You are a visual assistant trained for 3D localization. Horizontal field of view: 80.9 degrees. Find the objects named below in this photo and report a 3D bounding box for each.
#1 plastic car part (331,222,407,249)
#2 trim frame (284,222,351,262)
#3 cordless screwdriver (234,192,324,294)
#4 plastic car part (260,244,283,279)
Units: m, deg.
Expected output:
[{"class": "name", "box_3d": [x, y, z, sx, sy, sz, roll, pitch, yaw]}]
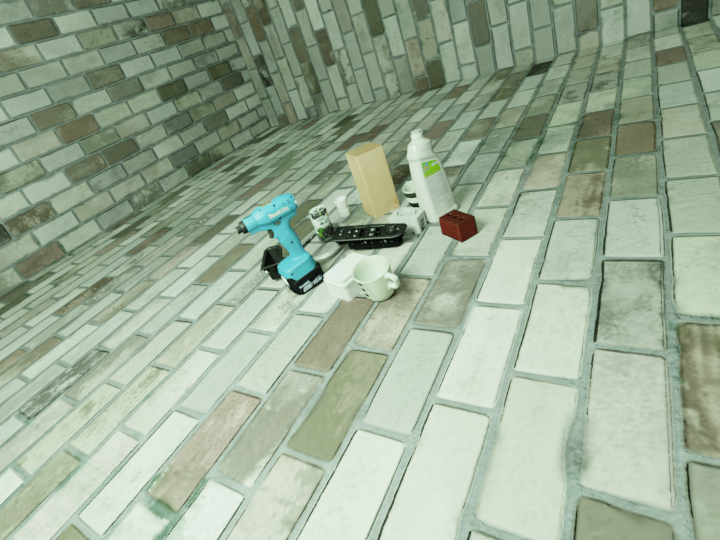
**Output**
[{"class": "plastic car part", "box_3d": [0.027, -0.087, 1.133, 0.210, 0.064, 0.066, -6, 32, 27]}, {"class": "trim frame", "box_3d": [-0.124, -0.081, 1.264, 0.192, 0.026, 0.247, -2, 35, 32]}, {"class": "cordless screwdriver", "box_3d": [-0.196, -0.051, 1.048, 0.157, 0.239, 0.078, -31, 28, -19]}, {"class": "plastic car part", "box_3d": [-0.238, -0.017, 1.193, 0.066, 0.068, 0.120, -20, 29, 4]}]
